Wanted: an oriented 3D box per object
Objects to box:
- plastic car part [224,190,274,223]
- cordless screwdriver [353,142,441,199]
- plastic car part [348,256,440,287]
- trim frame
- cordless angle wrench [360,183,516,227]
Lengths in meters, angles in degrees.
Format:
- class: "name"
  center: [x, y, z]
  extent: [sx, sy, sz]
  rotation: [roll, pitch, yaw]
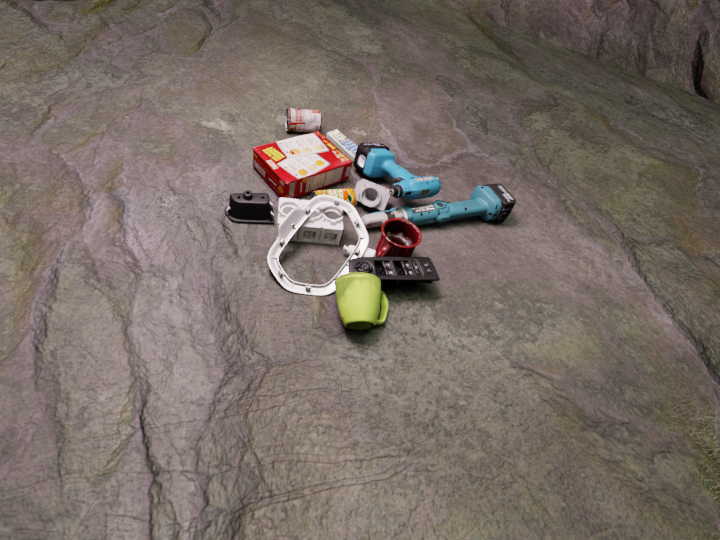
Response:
- class: "plastic car part"
  center: [-0.259, -0.156, 0.995]
  extent: [0.113, 0.070, 0.069]
  rotation: [1, 48, -17]
- class: "cordless screwdriver"
  center: [0.072, -0.257, 1.111]
  extent: [0.153, 0.073, 0.263]
  rotation: [-14, 41, -36]
- class: "plastic car part"
  center: [0.062, 0.006, 0.914]
  extent: [0.197, 0.067, 0.069]
  rotation: [3, 55, -20]
- class: "trim frame"
  center: [-0.090, -0.059, 0.922]
  extent: [0.186, 0.027, 0.248]
  rotation: [35, 71, 5]
- class: "cordless angle wrench"
  center: [0.198, -0.152, 1.093]
  extent: [0.413, 0.073, 0.102]
  rotation: [-11, 52, -18]
